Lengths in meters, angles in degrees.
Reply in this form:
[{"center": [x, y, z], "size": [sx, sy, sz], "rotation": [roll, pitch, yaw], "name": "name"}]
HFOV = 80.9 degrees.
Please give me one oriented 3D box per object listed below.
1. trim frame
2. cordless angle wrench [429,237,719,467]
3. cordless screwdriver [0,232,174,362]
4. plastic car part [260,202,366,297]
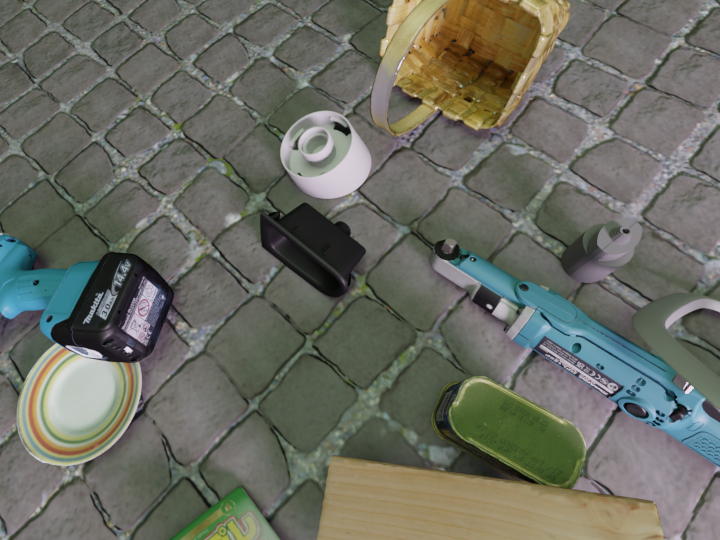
[{"center": [0.309, 0.080, 0.307], "size": [0.238, 0.027, 0.195], "rotation": [-8, 36, -40], "name": "trim frame"}, {"center": [0.241, 0.097, 0.353], "size": [0.441, 0.095, 0.073], "rotation": [35, 58, 23], "name": "cordless angle wrench"}, {"center": [-0.332, 0.046, 0.435], "size": [0.256, 0.071, 0.161], "rotation": [6, 59, 17], "name": "cordless screwdriver"}, {"center": [-0.045, -0.029, 0.457], "size": [0.120, 0.064, 0.070], "rotation": [34, 61, 14], "name": "plastic car part"}]
